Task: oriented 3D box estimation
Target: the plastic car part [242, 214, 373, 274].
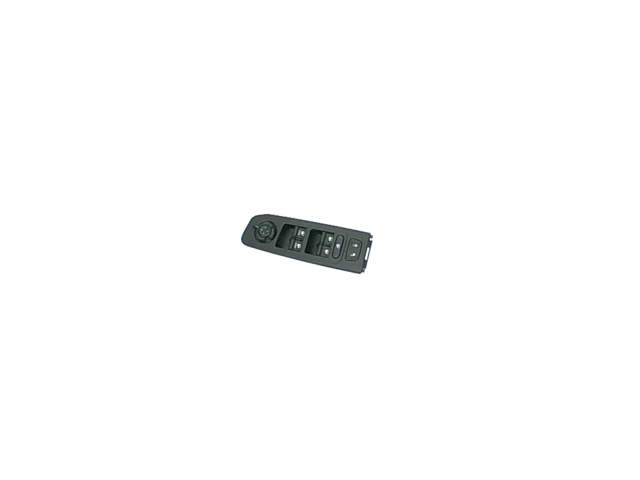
[{"bbox_3d":[-0.021,0.005,0.672,0.203,0.066,0.067,13,-10,10],"label":"plastic car part"}]
